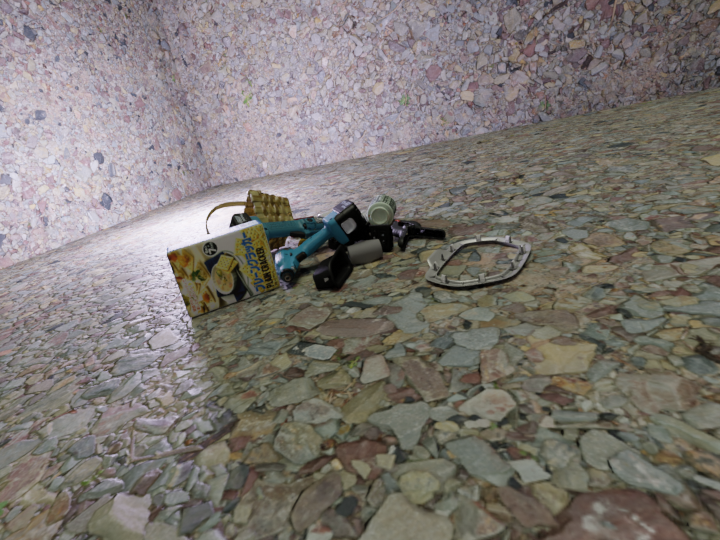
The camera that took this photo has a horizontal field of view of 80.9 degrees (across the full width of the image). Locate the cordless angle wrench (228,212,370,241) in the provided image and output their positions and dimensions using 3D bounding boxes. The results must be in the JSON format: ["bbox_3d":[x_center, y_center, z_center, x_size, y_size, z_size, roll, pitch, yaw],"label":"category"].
[{"bbox_3d":[-0.146,-0.115,1.154,0.406,0.073,0.103,-9,46,-34],"label":"cordless angle wrench"}]

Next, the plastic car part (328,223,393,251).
[{"bbox_3d":[0.003,-0.087,1.100,0.212,0.065,0.065,1,14,35],"label":"plastic car part"}]

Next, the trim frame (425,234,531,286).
[{"bbox_3d":[0.230,-0.025,0.841,0.193,0.027,0.244,0,27,36],"label":"trim frame"}]

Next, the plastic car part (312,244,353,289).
[{"bbox_3d":[-0.070,0.003,0.933,0.073,0.064,0.116,-21,18,28],"label":"plastic car part"}]

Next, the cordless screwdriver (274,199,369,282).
[{"bbox_3d":[-0.099,-0.065,1.017,0.249,0.072,0.164,-35,21,2],"label":"cordless screwdriver"}]
